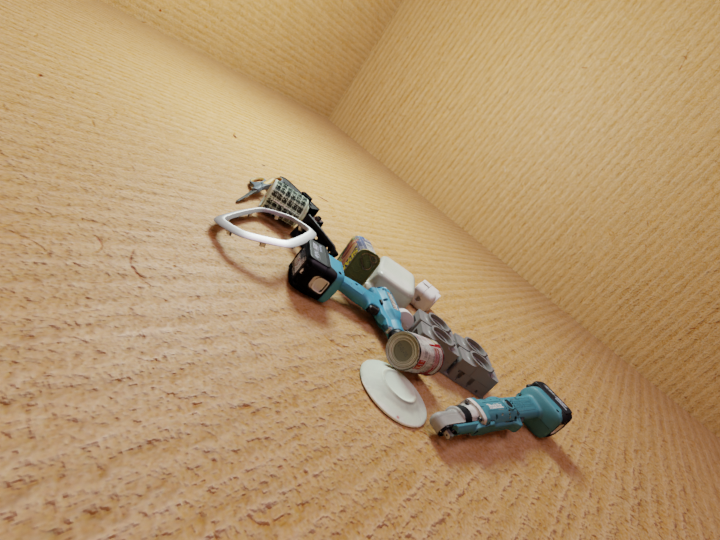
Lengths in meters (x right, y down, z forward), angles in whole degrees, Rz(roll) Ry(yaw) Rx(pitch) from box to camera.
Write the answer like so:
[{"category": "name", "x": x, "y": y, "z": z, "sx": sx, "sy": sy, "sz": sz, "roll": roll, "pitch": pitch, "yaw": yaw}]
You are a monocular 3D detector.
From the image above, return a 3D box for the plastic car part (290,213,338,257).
[{"category": "plastic car part", "x": -0.096, "y": -0.063, "z": 0.978, "sx": 0.121, "sy": 0.066, "sz": 0.068, "roll": 48, "pitch": 8, "yaw": 22}]

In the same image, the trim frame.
[{"category": "trim frame", "x": -0.190, "y": -0.090, "z": 0.859, "sx": 0.188, "sy": 0.027, "sz": 0.246, "roll": 22, "pitch": 20, "yaw": 9}]

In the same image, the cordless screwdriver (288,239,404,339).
[{"category": "cordless screwdriver", "x": -0.018, "y": 0.050, "z": 0.816, "sx": 0.238, "sy": 0.074, "sz": 0.165, "roll": 30, "pitch": 20, "yaw": -25}]

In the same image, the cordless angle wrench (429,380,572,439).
[{"category": "cordless angle wrench", "x": 0.258, "y": 0.264, "z": 0.778, "sx": 0.400, "sy": 0.074, "sz": 0.103, "roll": 13, "pitch": 30, "yaw": -42}]

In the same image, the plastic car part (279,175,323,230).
[{"category": "plastic car part", "x": -0.172, "y": -0.185, "z": 1.127, "sx": 0.211, "sy": 0.067, "sz": 0.064, "roll": 41, "pitch": 27, "yaw": 22}]
